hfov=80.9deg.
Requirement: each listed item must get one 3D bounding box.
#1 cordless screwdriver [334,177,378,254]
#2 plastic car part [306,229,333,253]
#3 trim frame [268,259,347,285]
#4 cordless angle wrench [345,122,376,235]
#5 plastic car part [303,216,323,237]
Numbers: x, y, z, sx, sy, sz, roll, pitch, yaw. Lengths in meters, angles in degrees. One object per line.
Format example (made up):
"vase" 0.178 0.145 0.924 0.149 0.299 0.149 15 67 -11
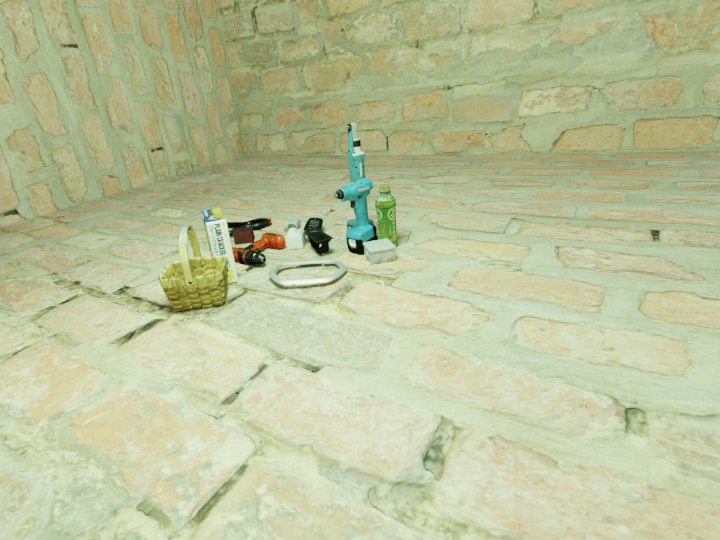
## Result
"cordless screwdriver" -0.018 -0.175 1.423 0.078 0.242 0.154 16 30 42
"plastic car part" -0.146 -0.095 1.493 0.064 0.069 0.123 -16 25 -23
"trim frame" -0.167 0.004 1.331 0.250 0.027 0.188 -6 24 2
"cordless angle wrench" -0.009 -0.313 1.519 0.095 0.412 0.078 -17 24 -28
"plastic car part" -0.180 -0.165 1.659 0.067 0.065 0.207 -5 24 1
